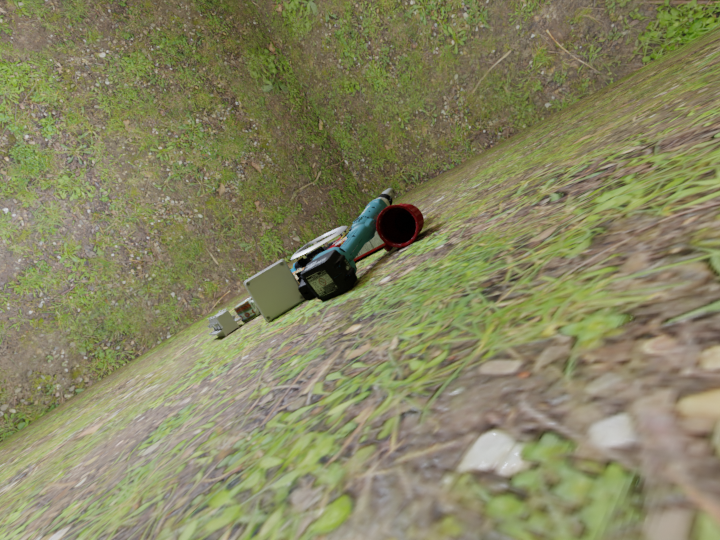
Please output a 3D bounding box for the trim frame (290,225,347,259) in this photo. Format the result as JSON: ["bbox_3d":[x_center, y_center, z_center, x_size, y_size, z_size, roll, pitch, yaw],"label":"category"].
[{"bbox_3d":[-0.121,-0.079,1.236,0.186,0.027,0.249,-25,12,11],"label":"trim frame"}]

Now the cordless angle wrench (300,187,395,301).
[{"bbox_3d":[0.005,-0.092,0.954,0.101,0.073,0.421,-27,19,37],"label":"cordless angle wrench"}]

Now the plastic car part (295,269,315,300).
[{"bbox_3d":[-0.092,0.028,0.933,0.120,0.064,0.071,-23,24,30],"label":"plastic car part"}]

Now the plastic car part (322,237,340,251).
[{"bbox_3d":[-0.042,-0.073,1.360,0.064,0.067,0.209,-1,-15,-39],"label":"plastic car part"}]

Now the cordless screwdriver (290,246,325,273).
[{"bbox_3d":[-0.203,0.016,1.332,0.156,0.074,0.255,-35,5,-36],"label":"cordless screwdriver"}]
